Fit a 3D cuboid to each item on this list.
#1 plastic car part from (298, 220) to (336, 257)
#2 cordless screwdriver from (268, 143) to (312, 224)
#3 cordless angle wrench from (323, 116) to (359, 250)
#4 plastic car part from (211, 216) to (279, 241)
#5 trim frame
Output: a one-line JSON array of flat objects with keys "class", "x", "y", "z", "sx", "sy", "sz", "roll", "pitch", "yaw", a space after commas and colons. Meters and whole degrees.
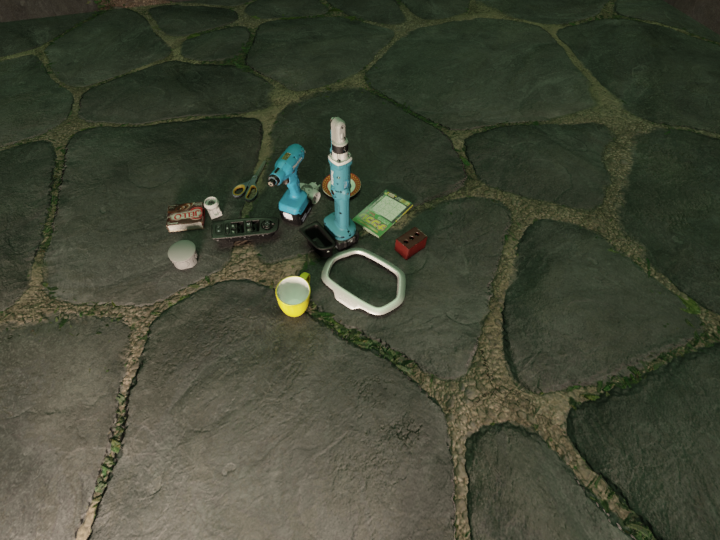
[{"class": "plastic car part", "x": -0.120, "y": -0.079, "z": 1.230, "sx": 0.065, "sy": 0.068, "sz": 0.122, "roll": -29, "pitch": 57, "yaw": -20}, {"class": "cordless screwdriver", "x": -0.211, "y": -0.231, "z": 1.244, "sx": 0.076, "sy": 0.241, "sz": 0.160, "roll": 20, "pitch": 56, "yaw": 13}, {"class": "cordless angle wrench", "x": -0.053, "y": -0.218, "z": 1.118, "sx": 0.073, "sy": 0.409, "sz": 0.103, "roll": -29, "pitch": 59, "yaw": -21}, {"class": "plastic car part", "x": -0.343, "y": -0.118, "z": 1.277, "sx": 0.202, "sy": 0.065, "sz": 0.069, "roll": -8, "pitch": 53, "yaw": -3}, {"class": "trim frame", "x": 0.009, "y": 0.026, "z": 1.168, "sx": 0.260, "sy": 0.026, "sz": 0.182, "roll": 30, "pitch": 60, "yaw": 24}]
